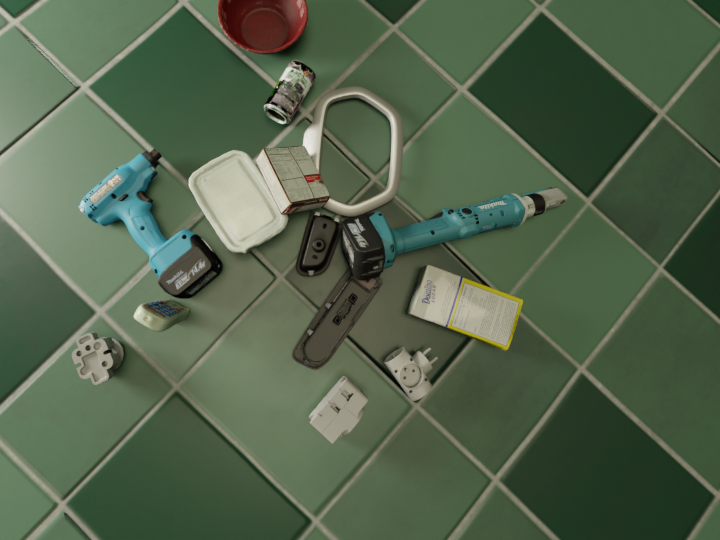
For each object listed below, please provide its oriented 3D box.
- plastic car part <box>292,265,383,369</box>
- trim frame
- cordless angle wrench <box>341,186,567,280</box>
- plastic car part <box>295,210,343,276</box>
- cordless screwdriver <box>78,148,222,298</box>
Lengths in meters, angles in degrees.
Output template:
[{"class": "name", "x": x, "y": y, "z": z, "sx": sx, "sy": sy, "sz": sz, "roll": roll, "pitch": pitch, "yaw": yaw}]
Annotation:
[{"class": "plastic car part", "x": -0.036, "y": 0.081, "z": 0.713, "sx": 0.065, "sy": 0.068, "sz": 0.203, "roll": 37, "pitch": 84, "yaw": -9}, {"class": "trim frame", "x": -0.014, "y": -0.220, "z": 0.773, "sx": 0.183, "sy": 0.027, "sz": 0.250, "roll": 4, "pitch": 83, "yaw": -4}, {"class": "cordless angle wrench", "x": 0.177, "y": -0.085, "z": 0.739, "sx": 0.417, "sy": 0.072, "sz": 0.103, "roll": -15, "pitch": 49, "yaw": -11}, {"class": "plastic car part", "x": -0.071, "y": -0.046, "z": 0.722, "sx": 0.066, "sy": 0.071, "sz": 0.117, "roll": 17, "pitch": 79, "yaw": -3}, {"class": "cordless screwdriver", "x": -0.331, "y": -0.081, "z": 0.709, "sx": 0.252, "sy": 0.074, "sz": 0.158, "roll": 43, "pitch": 81, "yaw": 6}]
